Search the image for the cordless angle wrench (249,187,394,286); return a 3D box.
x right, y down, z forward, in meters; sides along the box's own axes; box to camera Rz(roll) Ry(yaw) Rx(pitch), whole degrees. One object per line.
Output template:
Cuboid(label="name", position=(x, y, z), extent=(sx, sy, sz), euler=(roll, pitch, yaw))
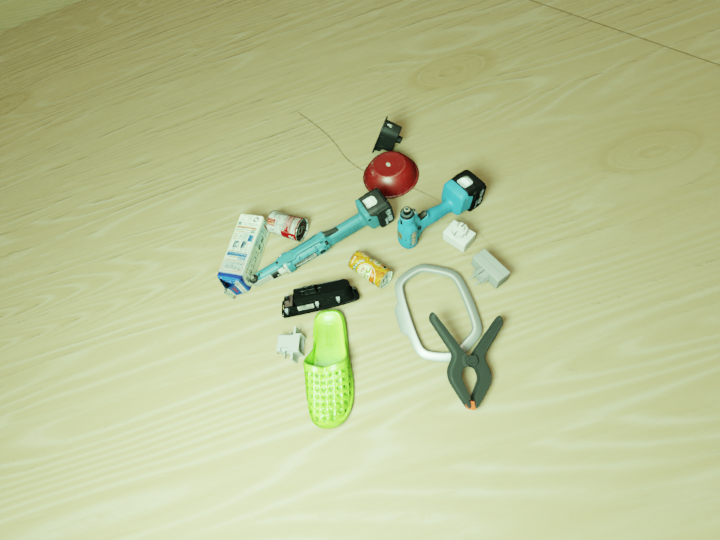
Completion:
Cuboid(label="cordless angle wrench", position=(-0.111, -0.073, 1.137), extent=(0.423, 0.093, 0.078), euler=(-31, 62, 1))

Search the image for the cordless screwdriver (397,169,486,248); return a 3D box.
Cuboid(label="cordless screwdriver", position=(0.197, -0.164, 1.064), extent=(0.247, 0.153, 0.078), euler=(-34, 63, -8))

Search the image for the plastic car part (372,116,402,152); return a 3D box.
Cuboid(label="plastic car part", position=(0.086, -0.390, 1.241), extent=(0.070, 0.116, 0.066), euler=(24, 69, -5))

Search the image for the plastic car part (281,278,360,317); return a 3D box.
Cuboid(label="plastic car part", position=(-0.105, 0.062, 1.071), extent=(0.204, 0.065, 0.068), euler=(-9, 32, 4))

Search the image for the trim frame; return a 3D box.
Cuboid(label="trim frame", position=(0.177, 0.095, 1.008), extent=(0.185, 0.026, 0.257), euler=(-17, 62, 3))
